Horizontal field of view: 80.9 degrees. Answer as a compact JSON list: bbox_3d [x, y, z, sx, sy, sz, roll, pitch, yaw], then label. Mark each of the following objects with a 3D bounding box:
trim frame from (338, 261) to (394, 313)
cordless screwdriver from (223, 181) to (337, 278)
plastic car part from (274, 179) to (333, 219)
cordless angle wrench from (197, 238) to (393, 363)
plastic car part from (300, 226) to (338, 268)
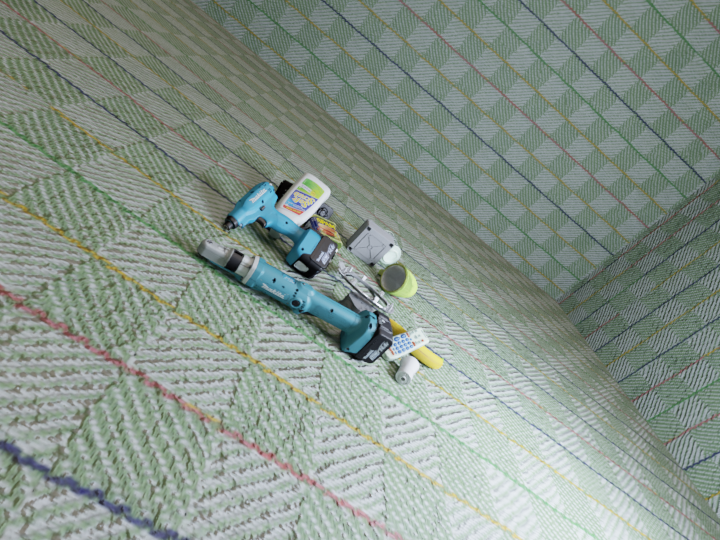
[{"bbox_3d":[0.015,0.042,1.077,0.188,0.027,0.243,39,7,8],"label":"trim frame"},{"bbox_3d":[-0.185,-0.079,0.974,0.247,0.075,0.158,42,52,-5],"label":"cordless screwdriver"},{"bbox_3d":[-0.174,-0.204,1.276,0.193,0.066,0.070,26,2,-30],"label":"plastic car part"},{"bbox_3d":[-0.125,0.050,0.835,0.410,0.098,0.076,31,28,-16],"label":"cordless angle wrench"},{"bbox_3d":[-0.106,-0.069,1.081,0.114,0.072,0.066,37,65,-14],"label":"plastic car part"}]
